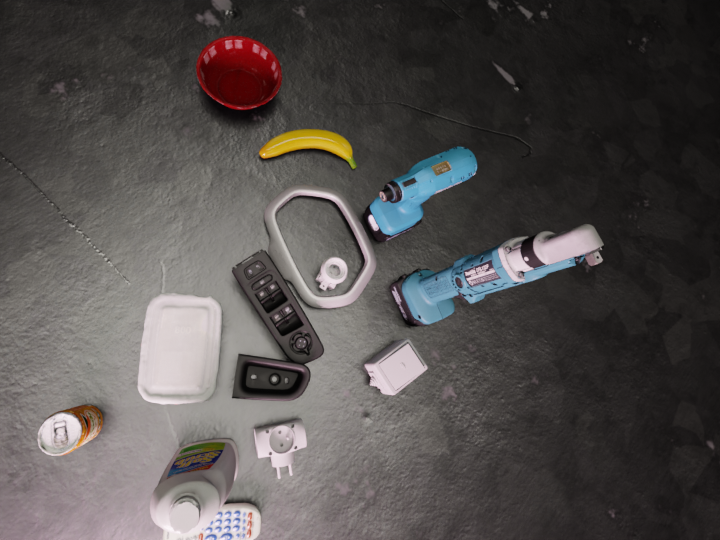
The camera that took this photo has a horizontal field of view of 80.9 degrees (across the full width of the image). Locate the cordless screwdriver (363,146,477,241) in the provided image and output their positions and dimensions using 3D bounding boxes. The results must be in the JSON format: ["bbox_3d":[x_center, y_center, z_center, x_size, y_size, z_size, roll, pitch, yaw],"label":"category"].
[{"bbox_3d":[0.069,-0.115,0.717,0.156,0.251,0.075,-25,86,-20],"label":"cordless screwdriver"}]

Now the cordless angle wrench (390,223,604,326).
[{"bbox_3d":[0.163,0.010,0.608,0.073,0.426,0.099,-21,84,-20],"label":"cordless angle wrench"}]

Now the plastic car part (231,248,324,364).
[{"bbox_3d":[-0.139,0.069,0.715,0.065,0.067,0.205,-32,84,-20],"label":"plastic car part"}]

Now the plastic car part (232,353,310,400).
[{"bbox_3d":[-0.144,0.175,0.681,0.114,0.071,0.067,9,74,-11],"label":"plastic car part"}]

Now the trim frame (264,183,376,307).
[{"bbox_3d":[-0.077,-0.050,0.784,0.181,0.027,0.252,-25,81,-18],"label":"trim frame"}]
